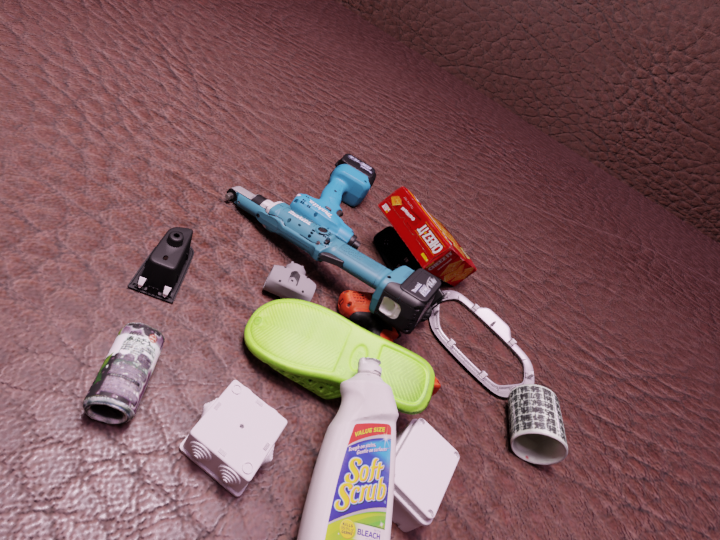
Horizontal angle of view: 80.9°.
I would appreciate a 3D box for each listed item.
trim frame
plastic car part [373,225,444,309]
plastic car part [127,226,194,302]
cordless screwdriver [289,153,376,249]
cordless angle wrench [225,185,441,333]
[{"bbox_3d":[0.234,0.133,0.818,0.257,0.027,0.178,44,40,18],"label":"trim frame"},{"bbox_3d":[0.101,-0.008,0.855,0.064,0.066,0.212,1,47,-47],"label":"plastic car part"},{"bbox_3d":[-0.280,-0.023,0.620,0.064,0.071,0.119,23,43,-16],"label":"plastic car part"},{"bbox_3d":[-0.033,-0.148,0.911,0.160,0.074,0.248,33,43,1],"label":"cordless screwdriver"},{"bbox_3d":[-0.072,-0.047,0.738,0.440,0.073,0.095,32,35,21],"label":"cordless angle wrench"}]
